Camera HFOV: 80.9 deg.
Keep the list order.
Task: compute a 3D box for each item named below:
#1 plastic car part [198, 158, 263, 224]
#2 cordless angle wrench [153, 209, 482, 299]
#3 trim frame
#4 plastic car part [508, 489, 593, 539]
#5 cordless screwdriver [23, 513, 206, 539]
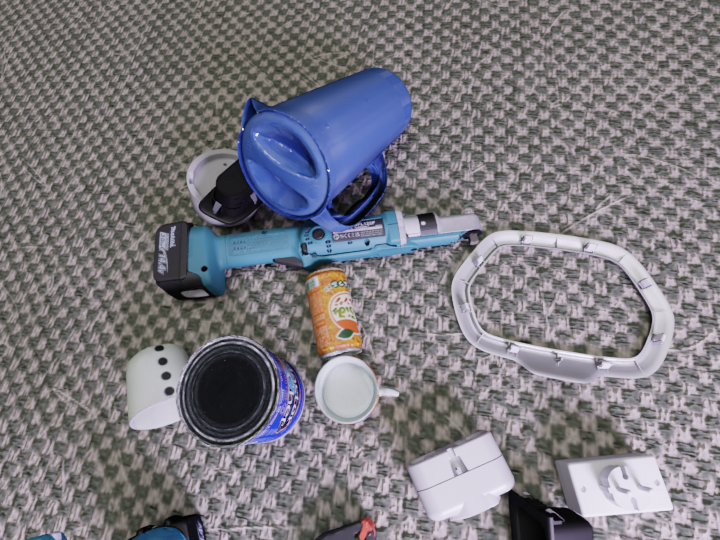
[{"bbox_3d":[-0.133,-0.140,0.574,0.066,0.067,0.202,38,60,-4],"label":"plastic car part"},{"bbox_3d":[-0.055,-0.036,0.563,0.425,0.072,0.100,-7,68,3],"label":"cordless angle wrench"},{"bbox_3d":[0.239,0.038,0.511,0.253,0.027,0.186,9,71,10],"label":"trim frame"},{"bbox_3d":[0.192,0.278,0.402,0.070,0.066,0.117,-4,83,-10],"label":"plastic car part"},{"bbox_3d":[-0.201,0.300,0.350,0.074,0.240,0.165,-21,64,-4],"label":"cordless screwdriver"}]
